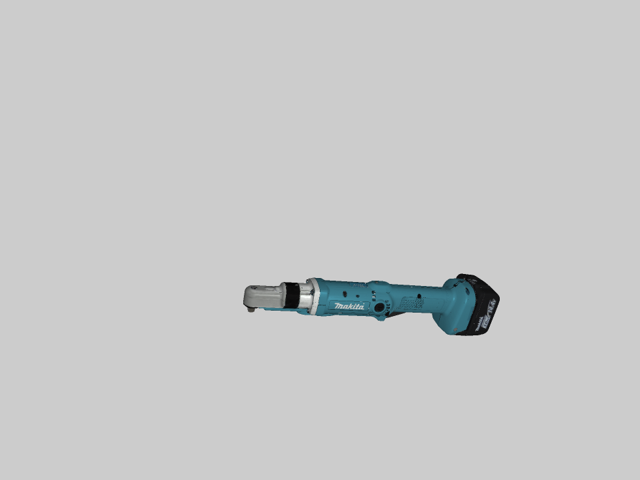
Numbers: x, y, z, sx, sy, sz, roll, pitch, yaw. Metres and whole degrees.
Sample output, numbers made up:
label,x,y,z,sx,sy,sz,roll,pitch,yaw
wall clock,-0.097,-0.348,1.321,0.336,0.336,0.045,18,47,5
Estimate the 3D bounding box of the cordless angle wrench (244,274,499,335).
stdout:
label,x,y,z,sx,sy,sz,roll,pitch,yaw
cordless angle wrench,0.088,0.098,0.693,0.423,0.098,0.074,5,22,-17
